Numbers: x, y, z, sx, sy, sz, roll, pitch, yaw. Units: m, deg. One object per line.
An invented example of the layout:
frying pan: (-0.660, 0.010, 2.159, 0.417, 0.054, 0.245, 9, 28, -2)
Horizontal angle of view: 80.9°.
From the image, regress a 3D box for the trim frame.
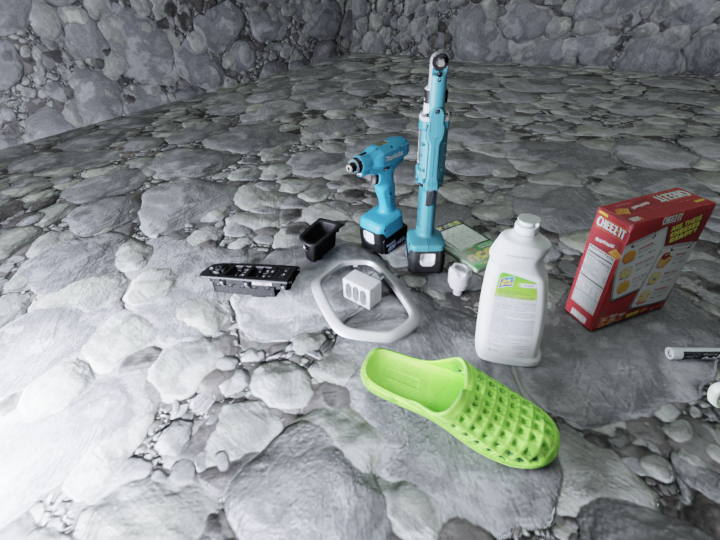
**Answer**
trim frame: (0.008, 0.050, 0.814, 0.180, 0.026, 0.262, -17, 37, -16)

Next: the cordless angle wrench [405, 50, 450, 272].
cordless angle wrench: (0.132, -0.185, 0.799, 0.075, 0.409, 0.100, 0, 34, 2)

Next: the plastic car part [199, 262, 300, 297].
plastic car part: (-0.223, 0.019, 0.852, 0.208, 0.065, 0.067, 6, 36, 15)

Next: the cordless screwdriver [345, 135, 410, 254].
cordless screwdriver: (0.034, -0.150, 0.906, 0.155, 0.241, 0.079, -30, 43, -34)

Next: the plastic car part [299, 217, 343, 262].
plastic car part: (-0.092, -0.060, 0.943, 0.069, 0.068, 0.115, 15, 39, 24)
